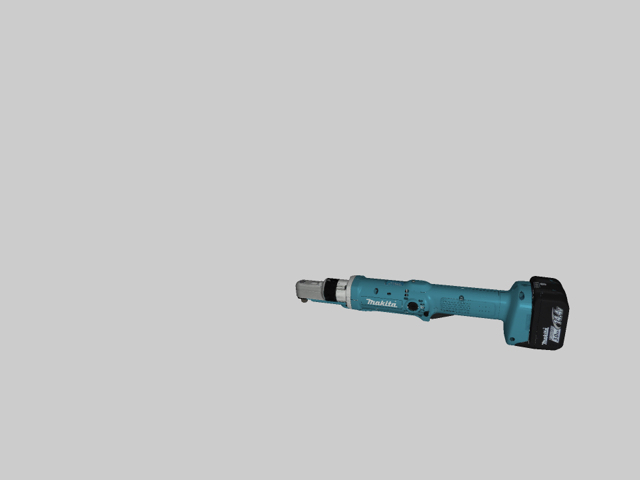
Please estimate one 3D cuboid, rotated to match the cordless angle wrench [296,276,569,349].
[{"bbox_3d":[0.156,0.097,0.692,0.423,0.098,0.074,4,24,19],"label":"cordless angle wrench"}]
